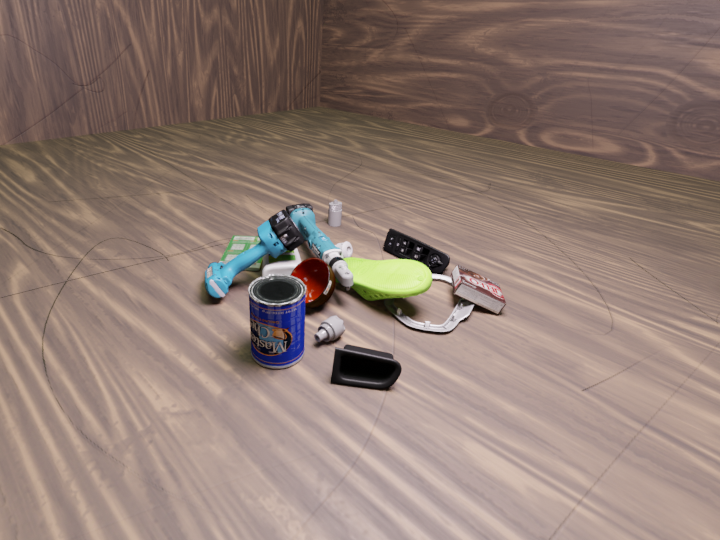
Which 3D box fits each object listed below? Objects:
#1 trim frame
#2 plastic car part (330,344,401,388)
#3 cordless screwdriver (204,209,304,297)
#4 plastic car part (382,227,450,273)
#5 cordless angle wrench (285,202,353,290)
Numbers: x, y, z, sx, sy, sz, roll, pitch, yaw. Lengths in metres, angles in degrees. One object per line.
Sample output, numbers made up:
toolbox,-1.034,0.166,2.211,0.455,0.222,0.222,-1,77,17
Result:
trim frame,0.161,0.063,0.968,0.192,0.027,0.243,18,31,23
plastic car part,0.010,0.164,0.751,0.117,0.065,0.071,7,14,1
cordless screwdriver,-0.259,-0.044,0.993,0.248,0.071,0.166,-37,27,-5
plastic car part,0.156,-0.047,1.137,0.063,0.066,0.215,14,12,-46
cordless angle wrench,-0.106,-0.070,1.087,0.072,0.095,0.444,-10,28,-20
